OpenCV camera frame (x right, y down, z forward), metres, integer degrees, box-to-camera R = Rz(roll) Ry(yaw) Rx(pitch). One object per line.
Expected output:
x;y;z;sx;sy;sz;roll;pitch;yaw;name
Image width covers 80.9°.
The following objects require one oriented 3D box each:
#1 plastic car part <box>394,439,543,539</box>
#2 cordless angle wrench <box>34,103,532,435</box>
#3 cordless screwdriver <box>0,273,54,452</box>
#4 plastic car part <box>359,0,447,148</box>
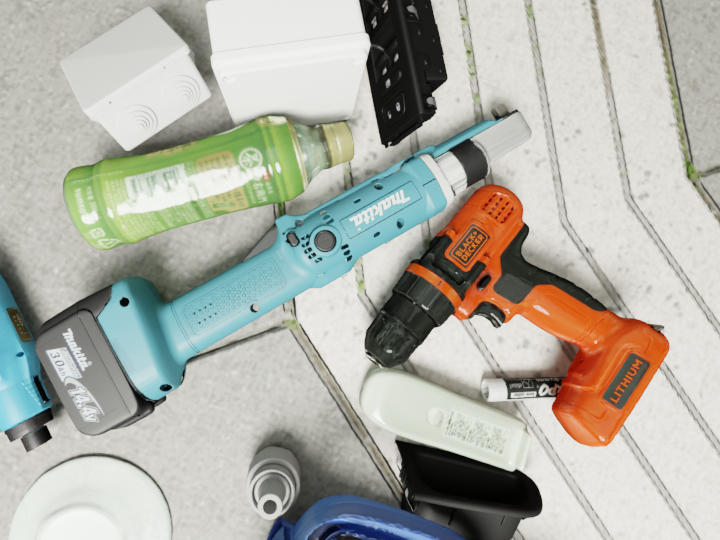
0.081;0.194;0.339;0.115;0.067;0.070;16;100;-6;plastic car part
-0.034;-0.022;0.347;0.420;0.075;0.098;-30;89;-7;cordless angle wrench
-0.371;0.112;0.317;0.246;0.075;0.160;-28;88;-9;cordless screwdriver
0.036;-0.217;0.371;0.066;0.067;0.204;-13;86;-16;plastic car part
